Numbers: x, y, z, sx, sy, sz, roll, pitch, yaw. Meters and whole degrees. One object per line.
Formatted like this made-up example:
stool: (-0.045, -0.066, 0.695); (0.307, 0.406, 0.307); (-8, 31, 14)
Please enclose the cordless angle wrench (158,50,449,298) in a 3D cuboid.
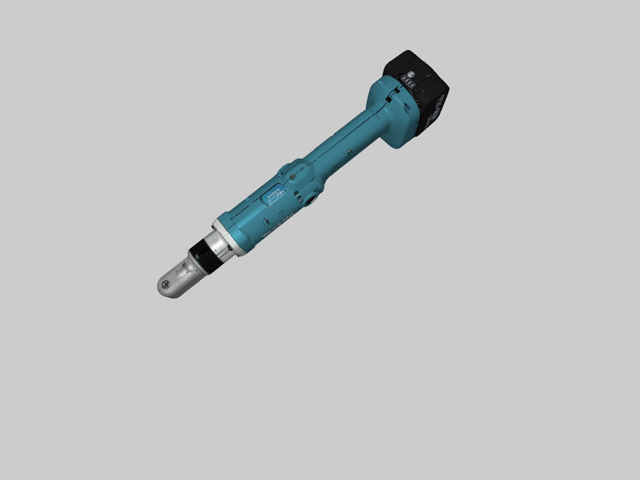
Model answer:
cordless angle wrench: (-0.027, -0.069, 0.527); (0.422, 0.074, 0.098); (-39, -13, -6)
